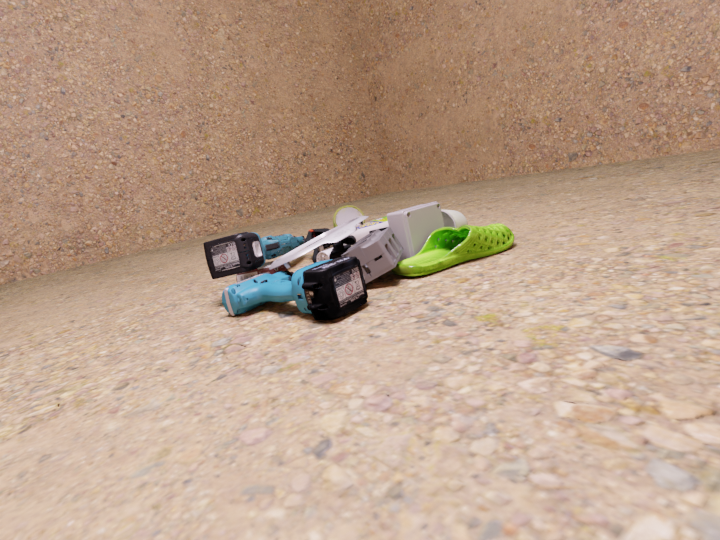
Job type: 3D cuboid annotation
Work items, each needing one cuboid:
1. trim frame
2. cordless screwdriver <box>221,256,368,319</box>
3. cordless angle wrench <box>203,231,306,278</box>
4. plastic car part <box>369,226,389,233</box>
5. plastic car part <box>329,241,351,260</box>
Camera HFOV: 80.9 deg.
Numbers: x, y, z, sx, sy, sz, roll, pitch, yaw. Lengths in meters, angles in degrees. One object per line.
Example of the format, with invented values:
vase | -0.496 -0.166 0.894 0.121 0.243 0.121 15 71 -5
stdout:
trim frame | -0.086 -0.056 0.881 0.242 0.027 0.190 -32 9 -37
cordless screwdriver | -0.099 0.025 0.704 0.260 0.073 0.154 -6 12 40
cordless angle wrench | -0.209 -0.053 0.976 0.100 0.074 0.416 -13 5 13
plastic car part | 0.105 -0.094 1.082 0.200 0.065 0.069 -16 18 -11
plastic car part | -0.038 -0.023 0.859 0.067 0.070 0.116 -11 8 8
